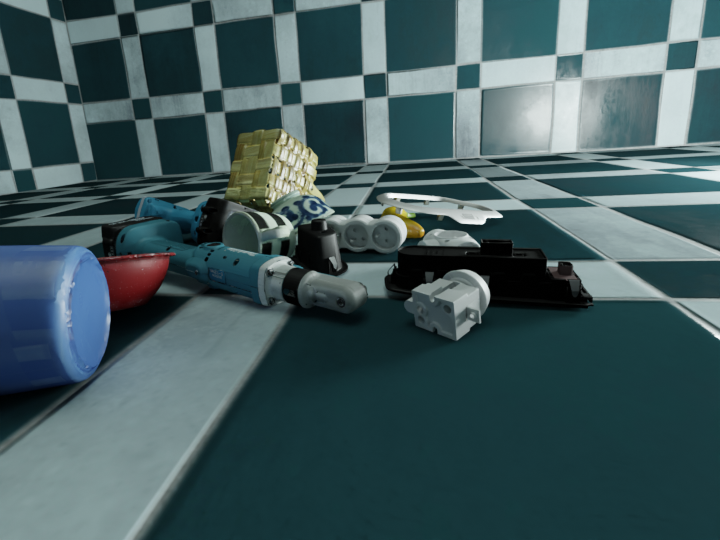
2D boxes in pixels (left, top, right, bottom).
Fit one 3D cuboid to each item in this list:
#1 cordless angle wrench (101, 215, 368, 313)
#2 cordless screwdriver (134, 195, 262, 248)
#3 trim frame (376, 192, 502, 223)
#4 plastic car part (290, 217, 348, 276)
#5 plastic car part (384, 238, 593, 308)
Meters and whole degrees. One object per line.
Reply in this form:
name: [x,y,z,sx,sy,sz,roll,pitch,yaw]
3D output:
cordless angle wrench: [-0.180,-0.007,0.527,0.445,0.073,0.095,11,22,35]
cordless screwdriver: [-0.262,-0.078,0.733,0.262,0.074,0.150,12,-3,39]
trim frame: [0.144,-0.118,0.792,0.238,0.027,0.194,0,18,-29]
plastic car part: [-0.057,-0.037,0.585,0.064,0.070,0.121,-10,15,-18]
plastic car part: [0.123,0.001,0.445,0.209,0.065,0.066,-1,23,18]
